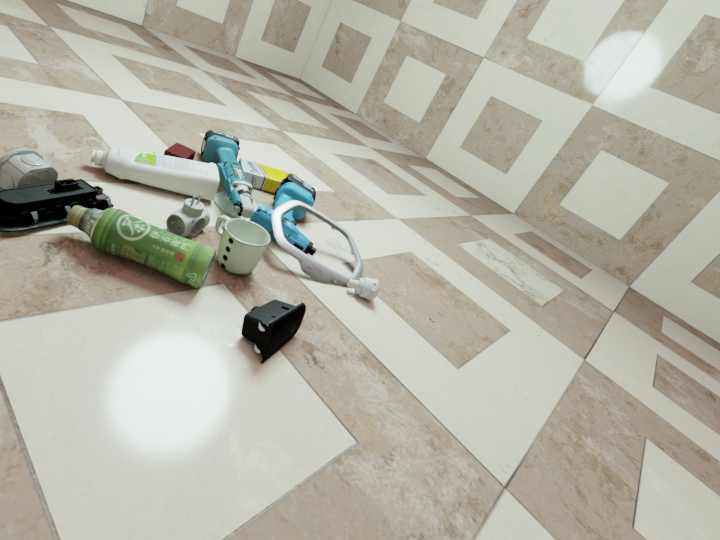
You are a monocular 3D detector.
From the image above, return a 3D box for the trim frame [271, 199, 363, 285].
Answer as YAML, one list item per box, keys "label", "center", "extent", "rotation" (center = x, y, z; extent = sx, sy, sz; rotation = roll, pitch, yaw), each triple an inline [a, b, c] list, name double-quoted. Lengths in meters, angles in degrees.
- label: "trim frame"
  center: [-0.089, -0.058, 0.914]
  extent: [0.238, 0.028, 0.189]
  rotation: [31, 39, -26]

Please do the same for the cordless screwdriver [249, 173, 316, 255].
- label: "cordless screwdriver"
  center: [-0.157, -0.133, 1.009]
  extent: [0.156, 0.075, 0.252]
  rotation: [33, 28, -11]

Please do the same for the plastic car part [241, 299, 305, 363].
- label: "plastic car part"
  center: [-0.141, 0.079, 0.652]
  extent: [0.073, 0.065, 0.114]
  rotation: [19, 20, 13]

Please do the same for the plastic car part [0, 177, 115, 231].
- label: "plastic car part"
  center: [-0.484, -0.108, 0.668]
  extent: [0.067, 0.067, 0.200]
  rotation: [38, 29, 3]

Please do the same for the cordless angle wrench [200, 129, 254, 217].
- label: "cordless angle wrench"
  center: [-0.310, -0.232, 1.016]
  extent: [0.093, 0.074, 0.446]
  rotation: [8, 28, -31]
